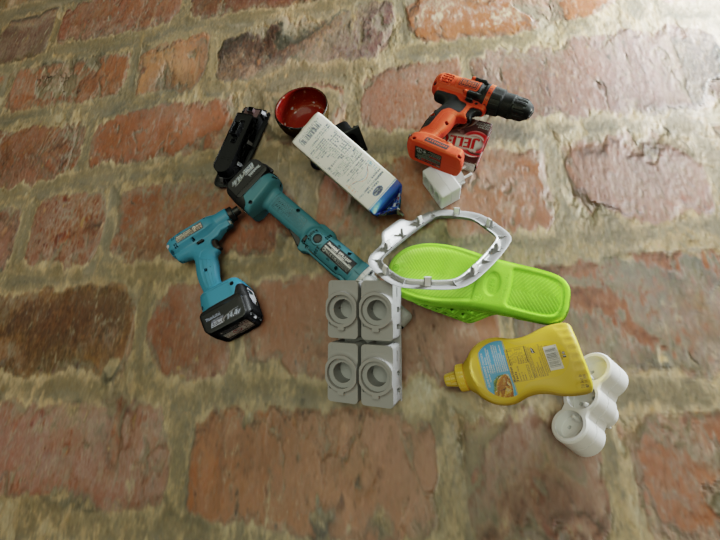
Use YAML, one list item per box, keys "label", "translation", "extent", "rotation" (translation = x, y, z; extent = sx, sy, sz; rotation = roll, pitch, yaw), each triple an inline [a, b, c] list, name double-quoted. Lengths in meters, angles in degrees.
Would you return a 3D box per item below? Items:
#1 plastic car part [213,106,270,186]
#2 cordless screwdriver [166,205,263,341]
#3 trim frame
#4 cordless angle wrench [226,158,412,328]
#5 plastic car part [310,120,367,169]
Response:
- label: "plastic car part"
  translation: [-0.260, -0.271, 0.904]
  extent: [0.068, 0.065, 0.204]
  rotation: [15, 77, 9]
- label: "cordless screwdriver"
  translation: [-0.257, -0.004, 0.798]
  extent: [0.159, 0.071, 0.260]
  rotation: [-33, 63, -1]
- label: "trim frame"
  translation: [0.124, -0.043, 0.675]
  extent: [0.195, 0.026, 0.244]
  rotation: [21, 46, 38]
- label: "cordless angle wrench"
  translation: [-0.076, -0.049, 0.773]
  extent: [0.440, 0.071, 0.098]
  rotation: [41, 84, 21]
- label: "plastic car part"
  translation: [-0.055, -0.261, 0.853]
  extent: [0.118, 0.062, 0.074]
  rotation: [-21, 53, 9]
